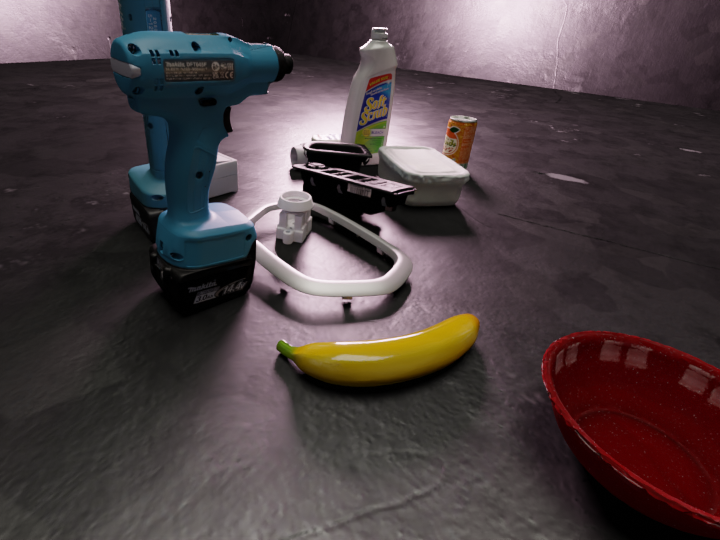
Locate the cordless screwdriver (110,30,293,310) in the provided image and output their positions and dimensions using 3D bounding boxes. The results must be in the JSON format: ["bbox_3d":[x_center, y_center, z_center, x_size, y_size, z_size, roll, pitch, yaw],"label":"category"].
[{"bbox_3d":[-0.137,-0.093,0.411,0.154,0.243,0.079,-21,40,-39],"label":"cordless screwdriver"}]

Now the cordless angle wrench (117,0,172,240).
[{"bbox_3d":[-0.236,-0.239,0.475,0.072,0.413,0.104,-17,38,-37],"label":"cordless angle wrench"}]

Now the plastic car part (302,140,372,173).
[{"bbox_3d":[-0.046,-0.186,0.744,0.115,0.069,0.068,-1,31,-10],"label":"plastic car part"}]

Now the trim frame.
[{"bbox_3d":[-0.052,-0.034,0.533,0.178,0.027,0.263,-23,40,-37],"label":"trim frame"}]

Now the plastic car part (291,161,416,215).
[{"bbox_3d":[-0.020,-0.125,0.650,0.214,0.065,0.064,26,36,32],"label":"plastic car part"}]
